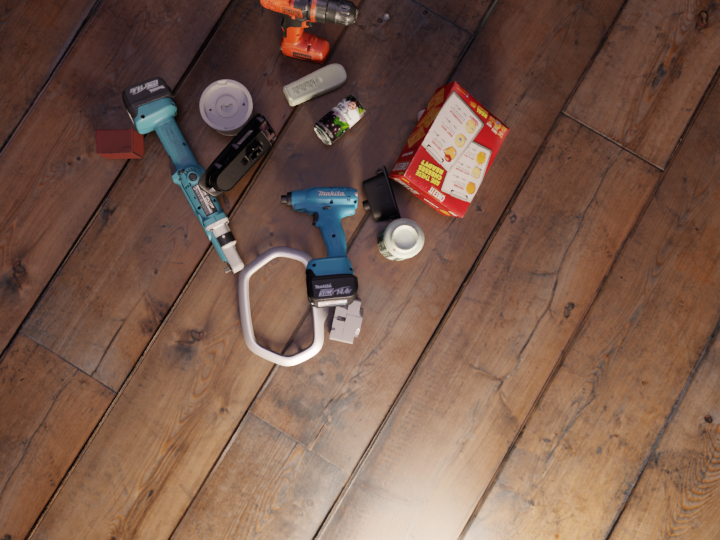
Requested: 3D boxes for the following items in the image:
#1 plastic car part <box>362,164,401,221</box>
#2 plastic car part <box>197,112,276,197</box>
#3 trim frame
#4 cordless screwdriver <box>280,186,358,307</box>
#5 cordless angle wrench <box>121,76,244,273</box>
[{"bbox_3d":[0.038,-0.152,0.883,0.072,0.065,0.116,-13,90,12],"label":"plastic car part"},{"bbox_3d":[-0.238,-0.225,0.853,0.071,0.063,0.202,28,72,39],"label":"plastic car part"},{"bbox_3d":[-0.160,0.073,0.879,0.184,0.027,0.250,-8,84,0],"label":"trim frame"},{"bbox_3d":[-0.082,-0.054,0.843,0.159,0.073,0.254,-1,69,-1],"label":"cordless screwdriver"},{"bbox_3d":[-0.349,-0.187,0.874,0.096,0.075,0.422,-28,90,-19],"label":"cordless angle wrench"}]
